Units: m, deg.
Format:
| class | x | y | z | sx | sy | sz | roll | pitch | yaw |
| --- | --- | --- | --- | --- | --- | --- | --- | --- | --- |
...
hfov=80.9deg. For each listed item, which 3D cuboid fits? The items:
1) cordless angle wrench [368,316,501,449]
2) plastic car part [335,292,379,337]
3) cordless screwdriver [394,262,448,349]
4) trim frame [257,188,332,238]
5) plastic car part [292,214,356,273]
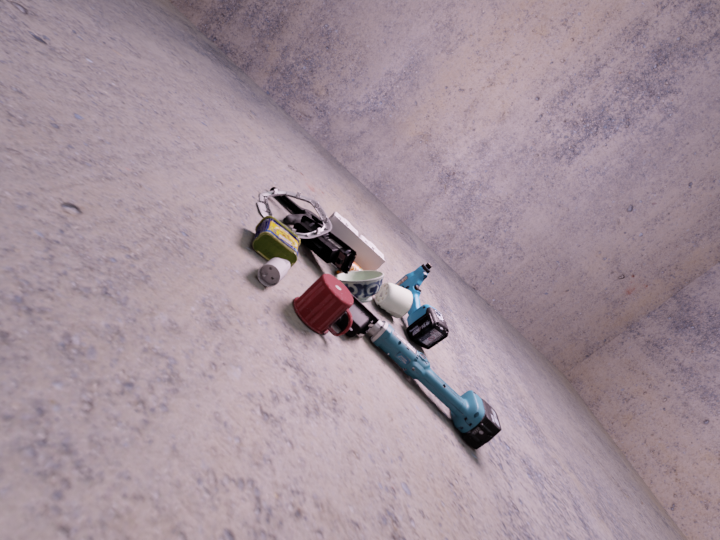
| class | x | y | z | sx | sy | sz | roll | pitch | yaw |
| --- | --- | --- | --- | --- | --- | --- | --- | --- | --- |
| cordless angle wrench | 0.121 | 0.208 | 0.938 | 0.426 | 0.075 | 0.097 | 42 | 16 | 3 |
| plastic car part | -0.031 | 0.093 | 0.882 | 0.118 | 0.066 | 0.069 | 43 | 30 | 7 |
| cordless screwdriver | 0.177 | 0.091 | 1.213 | 0.071 | 0.160 | 0.259 | 35 | 20 | -31 |
| trim frame | -0.173 | -0.152 | 1.090 | 0.178 | 0.027 | 0.261 | -2 | 37 | -22 |
| plastic car part | -0.104 | -0.068 | 1.069 | 0.064 | 0.065 | 0.214 | -12 | 42 | -41 |
